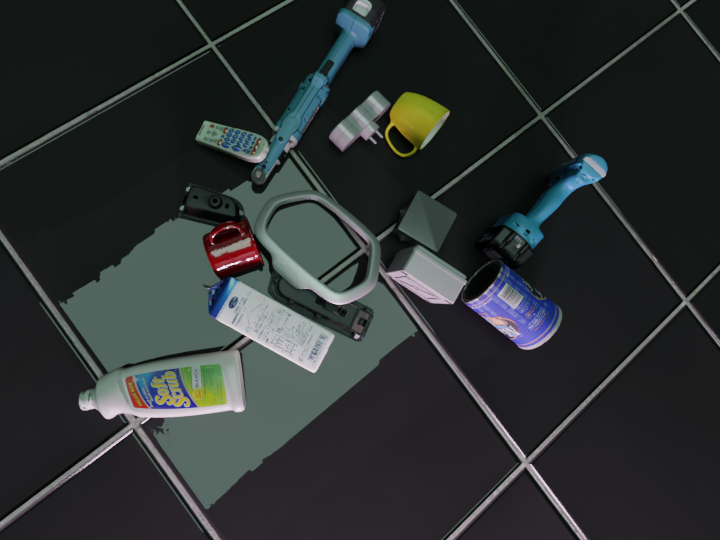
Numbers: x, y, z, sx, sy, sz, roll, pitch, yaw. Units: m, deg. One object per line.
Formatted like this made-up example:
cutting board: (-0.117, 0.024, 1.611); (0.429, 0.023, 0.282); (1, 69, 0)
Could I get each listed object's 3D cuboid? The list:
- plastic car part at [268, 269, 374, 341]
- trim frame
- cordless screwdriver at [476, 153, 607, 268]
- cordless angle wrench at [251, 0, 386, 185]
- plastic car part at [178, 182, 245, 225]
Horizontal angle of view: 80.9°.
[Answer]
plastic car part: (-0.072, 0.059, 0.753); (0.202, 0.067, 0.066); (27, 85, -2)
trim frame: (-0.074, -0.048, 0.757); (0.252, 0.027, 0.182); (40, 60, 7)
cordless screwdriver: (0.338, -0.115, 0.819); (0.074, 0.159, 0.249); (44, 93, -2)
cordless angle wrench: (-0.089, -0.341, 0.805); (0.074, 0.099, 0.423); (31, 82, -7)
plastic car part: (-0.261, -0.116, 0.745); (0.116, 0.071, 0.066); (15, 81, -5)
